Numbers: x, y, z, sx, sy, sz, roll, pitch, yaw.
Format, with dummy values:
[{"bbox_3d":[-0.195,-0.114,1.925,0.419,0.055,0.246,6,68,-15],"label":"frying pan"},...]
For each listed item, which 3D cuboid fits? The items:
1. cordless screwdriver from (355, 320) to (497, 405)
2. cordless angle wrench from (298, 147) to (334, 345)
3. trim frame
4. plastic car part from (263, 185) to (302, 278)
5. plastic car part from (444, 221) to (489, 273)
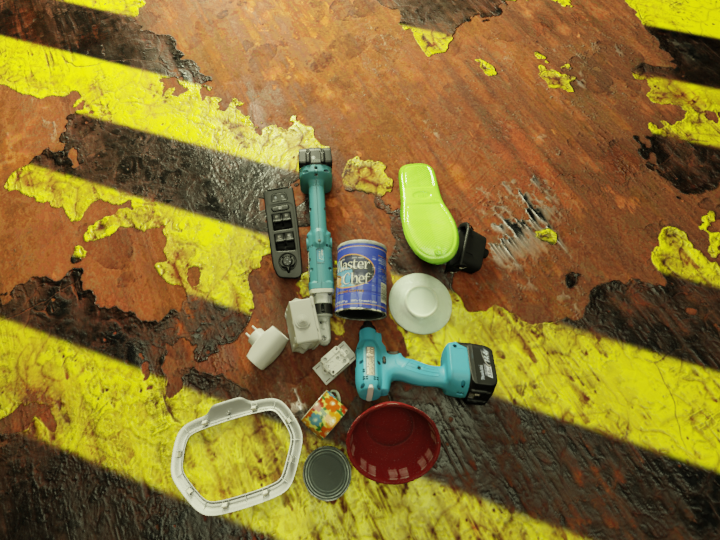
[{"bbox_3d":[0.115,0.168,0.797,0.250,0.072,0.164,2,43,1],"label":"cordless screwdriver"},{"bbox_3d":[-0.088,-0.057,0.896,0.074,0.096,0.432,-3,72,-5],"label":"cordless angle wrench"},{"bbox_3d":[-0.229,0.335,0.780,0.248,0.027,0.190,-16,68,-2],"label":"trim frame"},{"bbox_3d":[-0.166,-0.076,0.915,0.065,0.066,0.207,-7,73,-10],"label":"plastic car part"},{"bbox_3d":[0.233,-0.041,0.892,0.070,0.066,0.117,26,68,-7],"label":"plastic car part"}]
